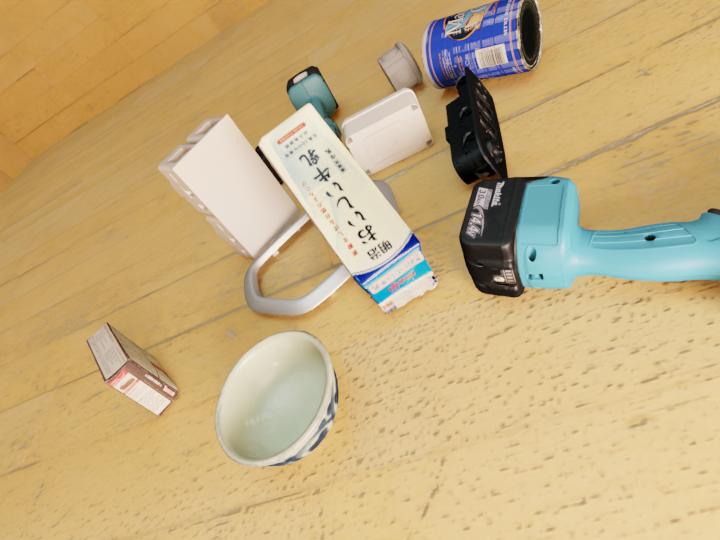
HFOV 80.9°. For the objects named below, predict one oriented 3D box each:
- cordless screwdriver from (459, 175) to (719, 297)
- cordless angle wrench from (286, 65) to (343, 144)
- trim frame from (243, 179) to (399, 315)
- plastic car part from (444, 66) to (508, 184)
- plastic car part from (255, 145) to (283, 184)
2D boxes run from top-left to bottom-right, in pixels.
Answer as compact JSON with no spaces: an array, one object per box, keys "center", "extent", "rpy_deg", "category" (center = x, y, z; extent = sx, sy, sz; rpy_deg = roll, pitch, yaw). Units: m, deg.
[{"center":[0.219,-0.038,0.336],"extent":[0.262,0.070,0.159],"rpy_deg":[8,56,36],"category":"cordless screwdriver"},{"center":[-0.060,-0.220,0.688],"extent":[0.075,0.093,0.441],"rpy_deg":[-27,41,10],"category":"cordless angle wrench"},{"center":[-0.055,-0.036,0.565],"extent":[0.247,0.026,0.195],"rpy_deg":[-46,41,-8],"category":"trim frame"},{"center":[0.140,-0.178,0.534],"extent":[0.069,0.063,0.208],"rpy_deg":[-26,40,27],"category":"plastic car part"},{"center":[-0.158,-0.202,0.765],"extent":[0.070,0.067,0.116],"rpy_deg":[20,62,47],"category":"plastic car part"}]
